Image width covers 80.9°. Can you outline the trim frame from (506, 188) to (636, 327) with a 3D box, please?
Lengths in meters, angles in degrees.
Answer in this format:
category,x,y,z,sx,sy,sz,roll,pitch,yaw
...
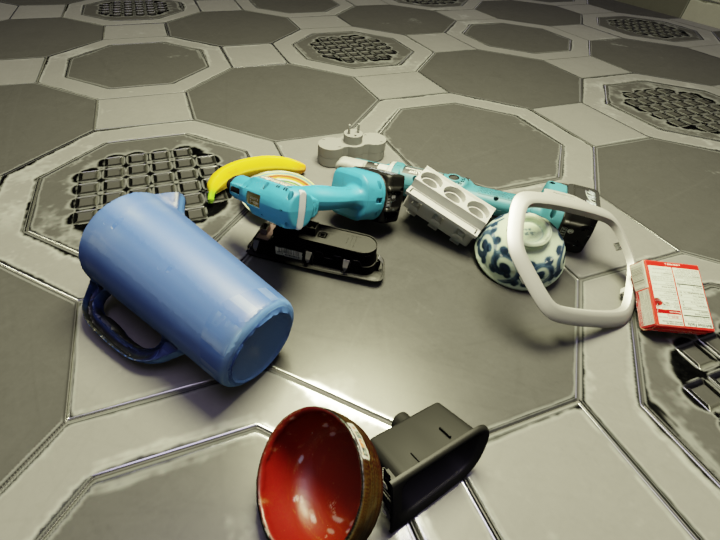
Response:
category,x,y,z,sx,sy,sz,roll,pitch,yaw
trim frame,0.278,-0.020,0.545,0.239,0.028,0.187,5,73,-23

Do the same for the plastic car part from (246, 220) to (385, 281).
category,x,y,z,sx,sy,sz,roll,pitch,yaw
plastic car part,-0.059,-0.039,0.605,0.207,0.065,0.066,17,37,10

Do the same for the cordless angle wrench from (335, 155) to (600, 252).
category,x,y,z,sx,sy,sz,roll,pitch,yaw
cordless angle wrench,0.155,-0.135,0.714,0.437,0.072,0.098,17,44,17

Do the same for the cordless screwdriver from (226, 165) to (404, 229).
category,x,y,z,sx,sy,sz,roll,pitch,yaw
cordless screwdriver,-0.061,-0.114,0.620,0.239,0.073,0.168,-13,28,-44

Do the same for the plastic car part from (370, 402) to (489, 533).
category,x,y,z,sx,sy,sz,roll,pitch,yaw
plastic car part,0.053,0.166,0.394,0.113,0.064,0.075,-22,35,-30
